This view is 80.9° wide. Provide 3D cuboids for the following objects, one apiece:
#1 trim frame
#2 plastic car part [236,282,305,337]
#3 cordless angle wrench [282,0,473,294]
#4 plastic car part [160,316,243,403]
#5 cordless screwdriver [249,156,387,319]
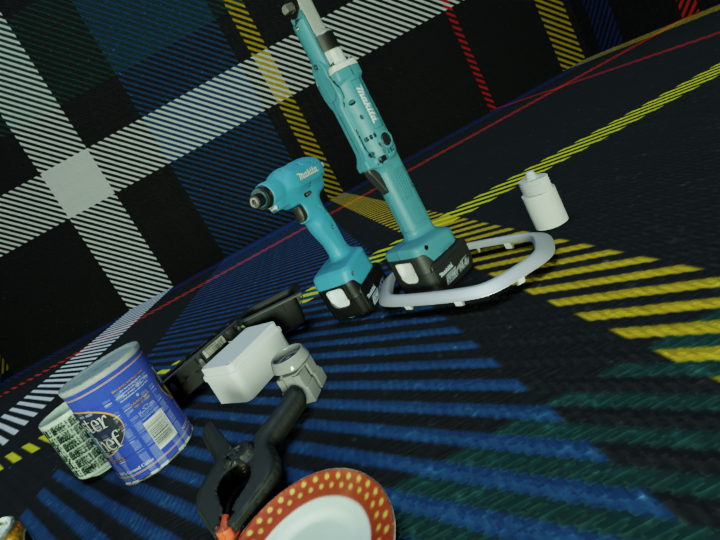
[{"bbox_3d":[0.131,-0.001,0.571,0.258,0.027,0.181,-13,22,45],"label":"trim frame"},{"bbox_3d":[-0.140,0.080,0.710,0.116,0.069,0.067,-30,12,-3],"label":"plastic car part"},{"bbox_3d":[0.016,-0.165,0.566,0.096,0.415,0.077,-35,12,-33],"label":"cordless angle wrench"},{"bbox_3d":[-0.269,0.159,0.693,0.199,0.066,0.069,-38,16,-32],"label":"plastic car part"},{"bbox_3d":[-0.061,-0.040,0.626,0.077,0.244,0.157,-21,13,35],"label":"cordless screwdriver"}]
